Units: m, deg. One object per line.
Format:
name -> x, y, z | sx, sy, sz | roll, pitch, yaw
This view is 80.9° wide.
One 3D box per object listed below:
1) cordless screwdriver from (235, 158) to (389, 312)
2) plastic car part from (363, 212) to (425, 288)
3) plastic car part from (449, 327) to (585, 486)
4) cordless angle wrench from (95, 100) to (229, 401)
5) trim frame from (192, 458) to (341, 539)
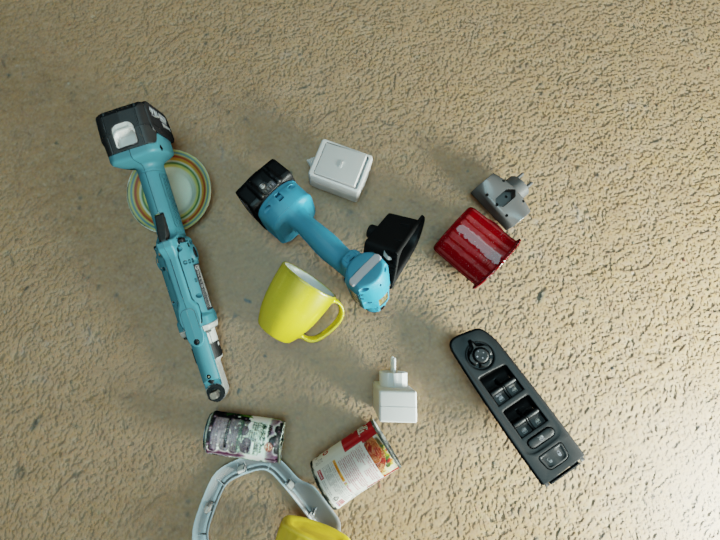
cordless screwdriver -> -0.058, -0.038, 0.595 | 0.074, 0.153, 0.259 | -44, 68, -10
plastic car part -> 0.041, -0.042, 0.608 | 0.073, 0.064, 0.116 | 19, 44, 15
plastic car part -> 0.198, 0.169, 0.568 | 0.066, 0.065, 0.208 | -34, 77, 2
cordless angle wrench -> -0.262, -0.020, 0.601 | 0.074, 0.098, 0.422 | -18, 90, -1
trim frame -> -0.115, 0.371, 0.565 | 0.183, 0.027, 0.253 | -39, 79, -6
